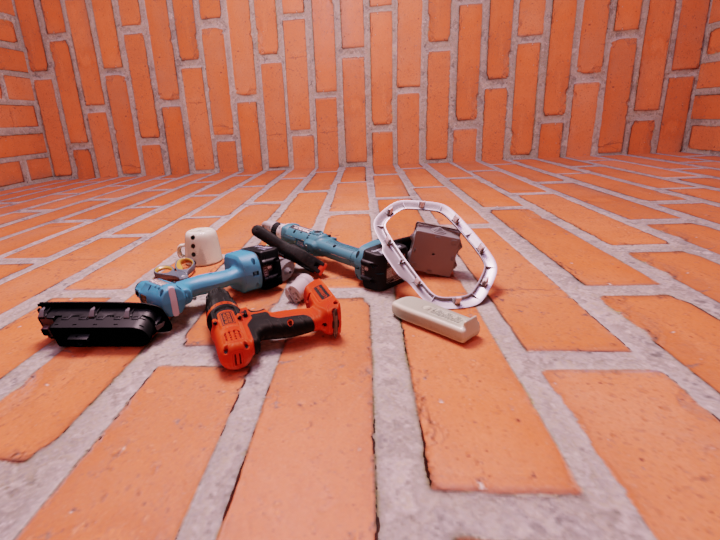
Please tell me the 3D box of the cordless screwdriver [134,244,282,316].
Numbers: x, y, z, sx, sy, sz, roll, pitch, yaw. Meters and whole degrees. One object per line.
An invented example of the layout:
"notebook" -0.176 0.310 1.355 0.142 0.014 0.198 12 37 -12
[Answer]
"cordless screwdriver" -0.277 0.015 0.776 0.240 0.073 0.168 -20 19 -40

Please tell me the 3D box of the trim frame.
"trim frame" 0.130 -0.040 0.756 0.181 0.027 0.260 -22 60 -15

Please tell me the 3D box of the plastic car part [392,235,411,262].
"plastic car part" 0.083 -0.041 0.914 0.074 0.065 0.112 -5 10 41

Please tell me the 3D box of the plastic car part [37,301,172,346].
"plastic car part" -0.391 0.083 0.637 0.203 0.064 0.069 -3 28 1

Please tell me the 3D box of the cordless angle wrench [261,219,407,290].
"cordless angle wrench" -0.091 -0.059 0.930 0.094 0.073 0.447 -19 28 -40
